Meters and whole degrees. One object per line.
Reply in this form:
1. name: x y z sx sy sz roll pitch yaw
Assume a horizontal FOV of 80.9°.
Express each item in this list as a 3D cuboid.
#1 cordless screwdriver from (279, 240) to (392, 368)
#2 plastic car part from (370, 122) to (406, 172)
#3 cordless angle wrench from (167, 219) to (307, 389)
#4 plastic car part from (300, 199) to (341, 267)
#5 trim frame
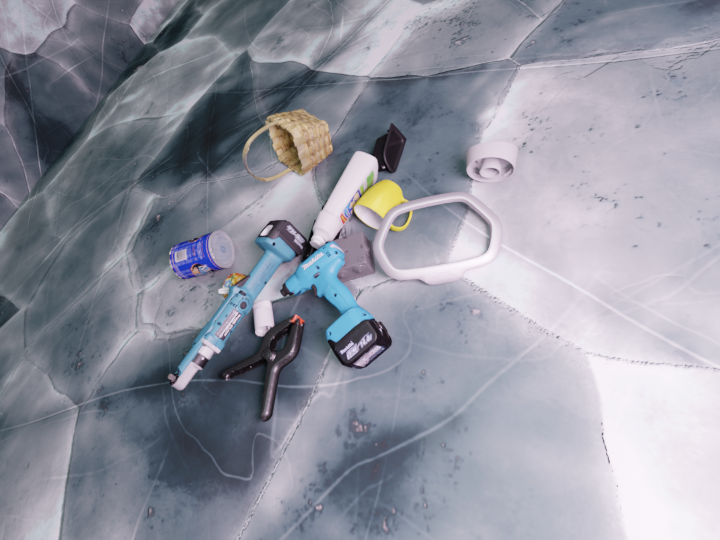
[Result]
1. cordless screwdriver: -0.060 0.077 0.830 0.160 0.070 0.261 -39 57 13
2. plastic car part: 0.059 -0.293 1.050 0.074 0.062 0.117 -3 60 46
3. cordless angle wrench: -0.270 0.071 0.931 0.078 0.093 0.423 2 54 51
4. plastic car part: -0.096 -0.063 0.979 0.070 0.062 0.206 -12 54 35
5. trim frame: 0.147 -0.065 0.834 0.253 0.026 0.189 -11 65 13
